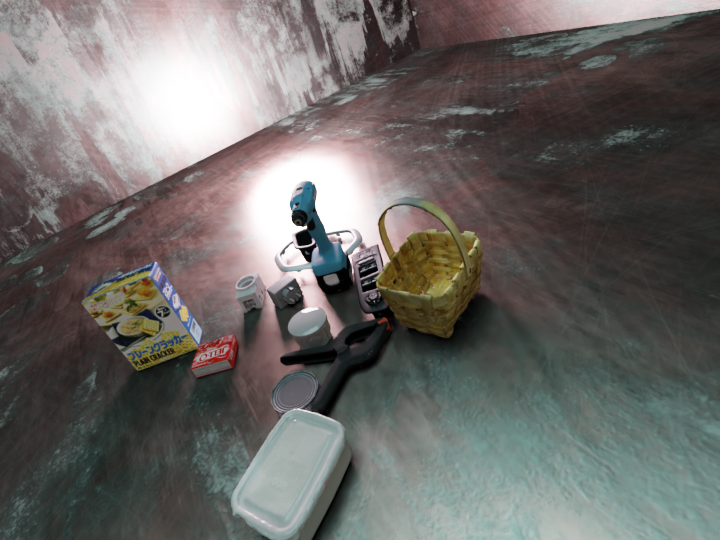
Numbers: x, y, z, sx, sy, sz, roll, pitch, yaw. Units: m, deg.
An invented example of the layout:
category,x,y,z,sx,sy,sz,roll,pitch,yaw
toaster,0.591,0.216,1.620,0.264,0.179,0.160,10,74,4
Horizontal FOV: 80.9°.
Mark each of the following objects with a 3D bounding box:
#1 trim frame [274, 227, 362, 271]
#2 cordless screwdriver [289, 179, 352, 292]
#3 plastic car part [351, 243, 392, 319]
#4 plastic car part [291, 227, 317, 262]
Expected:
category,x,y,z,sx,sy,sz,roll,pitch,yaw
trim frame,-0.114,-0.056,1.116,0.254,0.026,0.188,-12,34,16
cordless screwdriver,-0.088,-0.058,0.904,0.075,0.239,0.163,-16,31,10
plastic car part,0.026,0.030,0.869,0.067,0.064,0.209,-18,32,6
plastic car part,-0.135,-0.057,1.092,0.066,0.068,0.121,-22,32,1
